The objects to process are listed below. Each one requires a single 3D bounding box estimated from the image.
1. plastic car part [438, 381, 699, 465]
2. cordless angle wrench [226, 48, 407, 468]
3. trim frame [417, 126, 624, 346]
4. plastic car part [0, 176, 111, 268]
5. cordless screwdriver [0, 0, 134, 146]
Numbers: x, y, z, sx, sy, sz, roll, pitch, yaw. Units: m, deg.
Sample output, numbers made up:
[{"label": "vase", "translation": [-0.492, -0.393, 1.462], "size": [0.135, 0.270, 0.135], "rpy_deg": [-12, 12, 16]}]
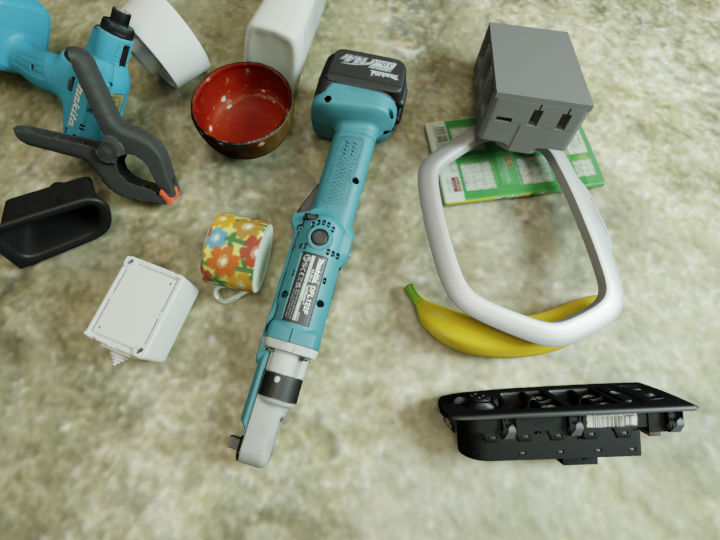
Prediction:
[{"label": "plastic car part", "translation": [0.168, 0.133, 0.372], "size": [0.203, 0.067, 0.066], "rpy_deg": [1, 98, 0]}, {"label": "cordless angle wrench", "translation": [-0.042, -0.027, 0.429], "size": [0.099, 0.073, 0.427], "rpy_deg": [13, 74, 4]}, {"label": "trim frame", "translation": [0.156, -0.047, 0.423], "size": [0.184, 0.027, 0.256], "rpy_deg": [-8, 63, -2]}, {"label": "plastic car part", "translation": [-0.331, -0.063, 0.457], "size": [0.115, 0.064, 0.074], "rpy_deg": [-25, 60, -11]}, {"label": "cordless screwdriver", "translation": [-0.358, -0.261, 0.480], "size": [0.255, 0.073, 0.159], "rpy_deg": [37, 115, 12]}]
